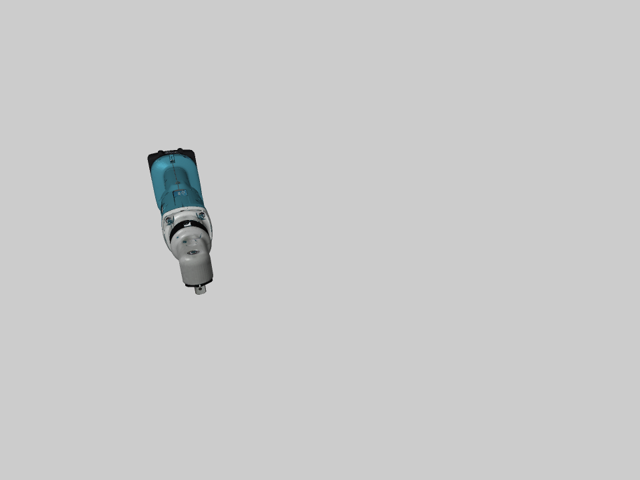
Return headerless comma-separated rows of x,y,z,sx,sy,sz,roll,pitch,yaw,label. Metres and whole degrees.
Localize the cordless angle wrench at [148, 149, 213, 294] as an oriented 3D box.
-0.180,-0.043,0.553,0.074,0.098,0.422,-11,23,-18,cordless angle wrench
